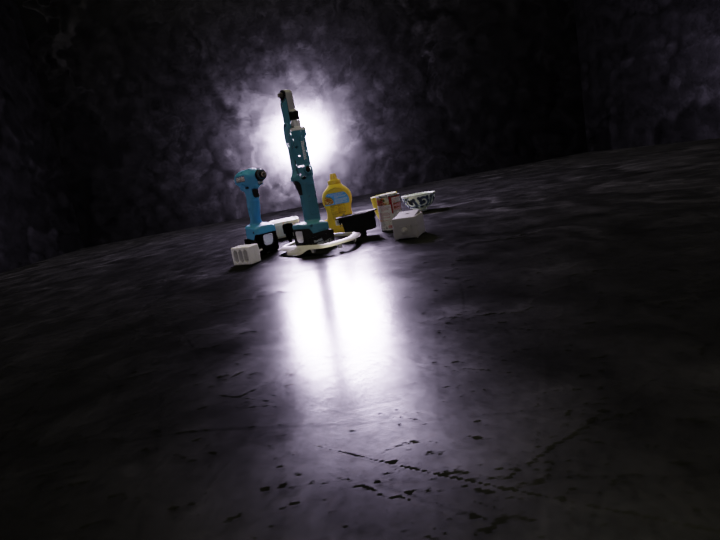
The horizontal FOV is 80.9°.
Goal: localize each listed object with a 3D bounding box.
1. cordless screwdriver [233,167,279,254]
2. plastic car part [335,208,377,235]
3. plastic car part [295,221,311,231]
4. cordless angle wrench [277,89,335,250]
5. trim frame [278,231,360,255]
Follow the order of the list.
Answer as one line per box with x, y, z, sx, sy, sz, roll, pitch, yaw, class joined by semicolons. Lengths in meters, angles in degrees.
-0.294;-0.172;1.222;0.072;0.245;0.167;-16;12;-35;cordless screwdriver
-0.005;-0.134;1.217;0.119;0.070;0.065;-8;11;14;plastic car part
-0.166;-0.127;1.326;0.065;0.066;0.209;-13;13;-12;plastic car part
-0.157;-0.265;1.127;0.094;0.418;0.078;-18;11;-40;cordless angle wrench
-0.111;-0.073;1.137;0.261;0.027;0.178;2;18;45;trim frame
